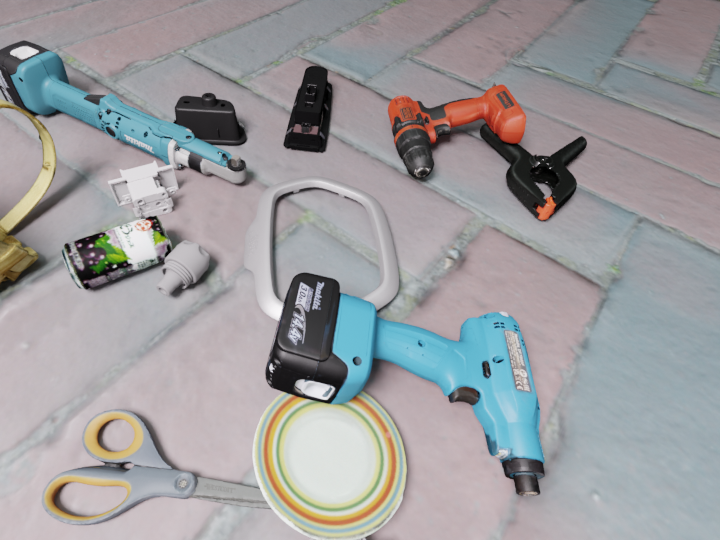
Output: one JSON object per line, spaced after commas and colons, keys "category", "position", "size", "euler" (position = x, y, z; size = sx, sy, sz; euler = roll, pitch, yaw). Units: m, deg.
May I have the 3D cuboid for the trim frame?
{"category": "trim frame", "position": [-0.051, -0.033, 0.522], "size": [0.182, 0.027, 0.258], "euler": [-3, 52, -7]}

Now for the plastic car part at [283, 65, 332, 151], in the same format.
{"category": "plastic car part", "position": [-0.084, -0.280, 0.704], "size": [0.067, 0.065, 0.208], "euler": [1, 48, 3]}

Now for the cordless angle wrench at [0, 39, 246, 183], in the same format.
{"category": "cordless angle wrench", "position": [-0.350, -0.220, 0.623], "size": [0.432, 0.096, 0.074], "euler": [25, 52, 11]}

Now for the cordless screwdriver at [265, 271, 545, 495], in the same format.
{"category": "cordless screwdriver", "position": [0.041, 0.097, 0.378], "size": [0.245, 0.073, 0.163], "euler": [11, 50, -8]}

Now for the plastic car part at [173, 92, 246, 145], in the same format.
{"category": "plastic car part", "position": [-0.236, -0.237, 0.649], "size": [0.117, 0.069, 0.068], "euler": [3, 52, 1]}
